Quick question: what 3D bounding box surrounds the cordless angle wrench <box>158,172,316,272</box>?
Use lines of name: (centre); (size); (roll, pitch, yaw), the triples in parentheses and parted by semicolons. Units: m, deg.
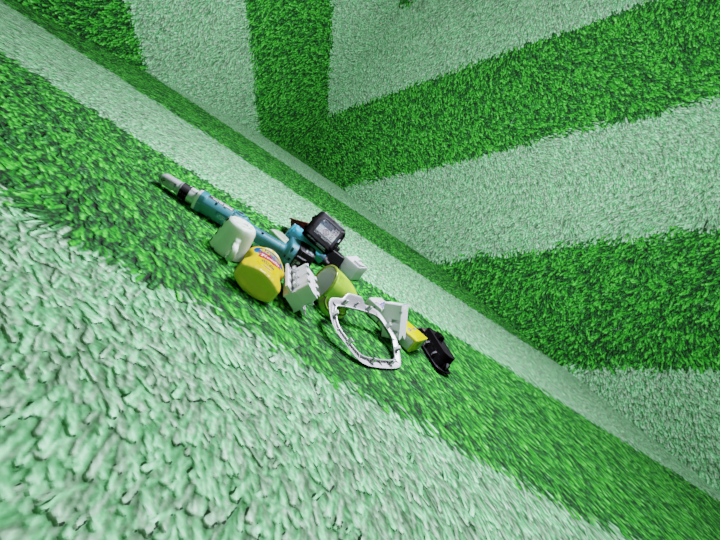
cordless angle wrench: (-0.309, -0.121, 1.050); (0.417, 0.074, 0.099); (31, 14, -8)

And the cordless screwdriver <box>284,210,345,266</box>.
cordless screwdriver: (-0.115, -0.075, 1.175); (0.156, 0.074, 0.256); (44, -18, -14)

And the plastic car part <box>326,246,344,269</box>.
plastic car part: (-0.097, -0.051, 1.319); (0.118, 0.071, 0.065); (34, 13, 4)

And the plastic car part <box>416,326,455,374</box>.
plastic car part: (0.214, 0.215, 1.188); (0.064, 0.067, 0.209); (39, 14, -21)

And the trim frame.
trim frame: (0.016, 0.134, 0.953); (0.235, 0.028, 0.193); (19, 36, -47)
